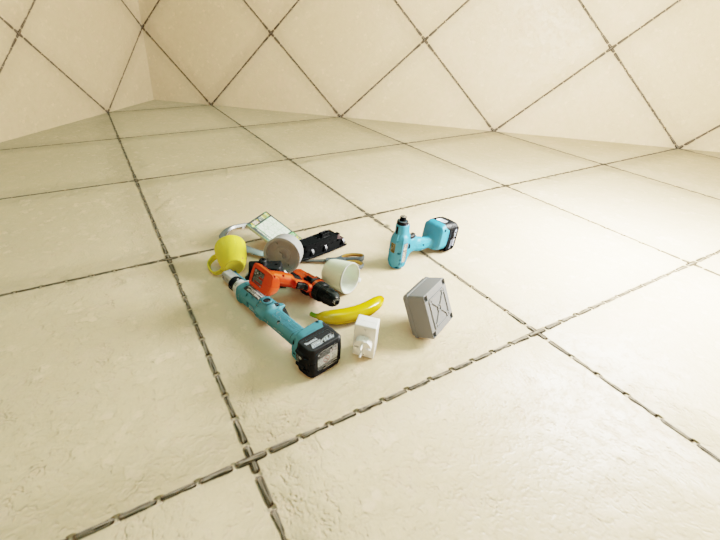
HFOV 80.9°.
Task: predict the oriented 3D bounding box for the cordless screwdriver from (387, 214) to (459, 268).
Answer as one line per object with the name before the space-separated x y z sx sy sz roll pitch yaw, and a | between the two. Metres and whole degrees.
cordless screwdriver | 0.186 -0.109 1.254 0.240 0.155 0.079 -19 38 -34

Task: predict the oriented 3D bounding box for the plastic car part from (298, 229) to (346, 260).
plastic car part | -0.125 -0.082 1.279 0.070 0.066 0.197 37 44 27

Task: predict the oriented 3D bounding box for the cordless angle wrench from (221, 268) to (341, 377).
cordless angle wrench | -0.217 0.092 0.996 0.095 0.072 0.448 -23 37 -36

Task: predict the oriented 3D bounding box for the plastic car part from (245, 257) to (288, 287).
plastic car part | -0.255 0.001 1.138 0.116 0.069 0.068 4 30 -2

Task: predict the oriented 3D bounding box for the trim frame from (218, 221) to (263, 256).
trim frame | -0.332 -0.100 1.339 0.260 0.027 0.180 22 36 26
